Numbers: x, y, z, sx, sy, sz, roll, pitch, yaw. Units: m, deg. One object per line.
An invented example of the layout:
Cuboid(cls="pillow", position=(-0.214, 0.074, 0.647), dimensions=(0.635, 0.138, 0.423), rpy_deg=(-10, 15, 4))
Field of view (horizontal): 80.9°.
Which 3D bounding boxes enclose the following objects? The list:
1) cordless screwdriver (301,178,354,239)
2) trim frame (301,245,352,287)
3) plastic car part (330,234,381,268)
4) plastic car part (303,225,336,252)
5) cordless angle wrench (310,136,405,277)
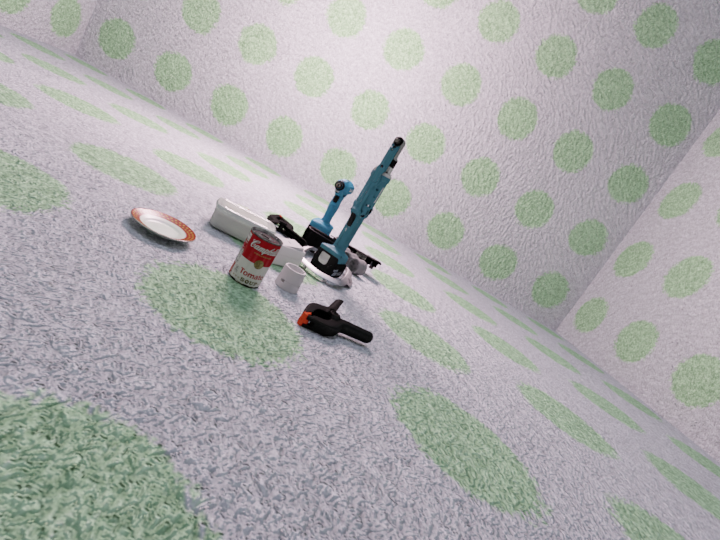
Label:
Cuboid(cls="cordless screwdriver", position=(-0.107, -0.193, 1.406), dimensions=(0.075, 0.248, 0.157), rpy_deg=(32, 11, 4))
Cuboid(cls="trim frame", position=(-0.100, -0.012, 1.208), dimensions=(0.186, 0.027, 0.247), rpy_deg=(30, 11, 2))
Cuboid(cls="plastic car part", position=(-0.028, -0.058, 1.483), dimensions=(0.211, 0.067, 0.064), rpy_deg=(35, 12, 22))
Cuboid(cls="plastic car part", position=(-0.131, -0.085, 1.336), dimensions=(0.113, 0.071, 0.068), rpy_deg=(27, 12, -16))
Cuboid(cls="cordless angle wrench", position=(0.005, -0.175, 1.168), dimensions=(0.078, 0.422, 0.094), rpy_deg=(36, 12, 22))
